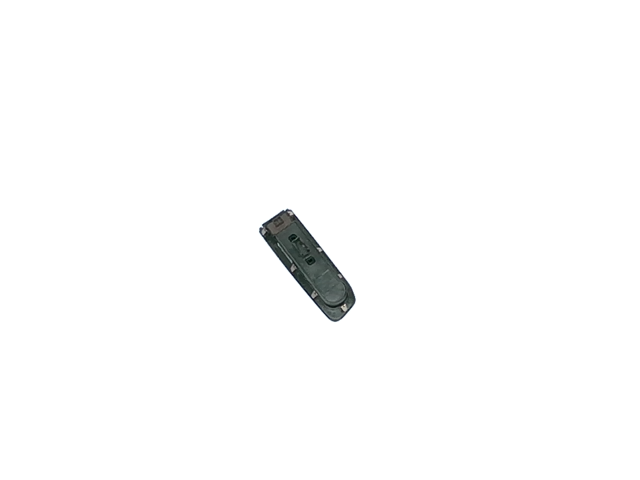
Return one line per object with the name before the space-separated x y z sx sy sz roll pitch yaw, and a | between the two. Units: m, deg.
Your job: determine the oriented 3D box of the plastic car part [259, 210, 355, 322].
plastic car part | -0.016 0.034 0.670 0.066 0.203 0.067 -33 -13 -18
